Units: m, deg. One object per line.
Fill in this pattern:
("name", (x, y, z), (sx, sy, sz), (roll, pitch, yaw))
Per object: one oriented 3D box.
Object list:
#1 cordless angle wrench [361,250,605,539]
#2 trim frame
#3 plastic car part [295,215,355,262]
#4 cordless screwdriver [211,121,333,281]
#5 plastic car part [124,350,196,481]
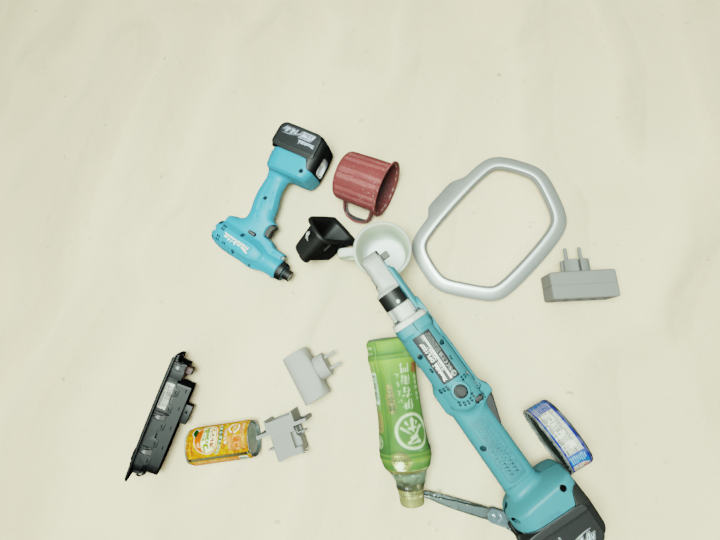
("cordless angle wrench", (0.129, 0.154, 0.554), (0.098, 0.073, 0.432), (-35, 79, 0))
("trim frame", (0.197, -0.067, 0.659), (0.190, 0.027, 0.248), (41, 90, 17))
("plastic car part", (-0.066, -0.043, 0.674), (0.068, 0.112, 0.071), (48, 113, 14))
("cordless screwdriver", (-0.129, -0.114, 0.719), (0.164, 0.072, 0.249), (32, 89, 16))
("plastic car part", (-0.314, 0.238, 0.684), (0.066, 0.067, 0.203), (26, 81, -12))
